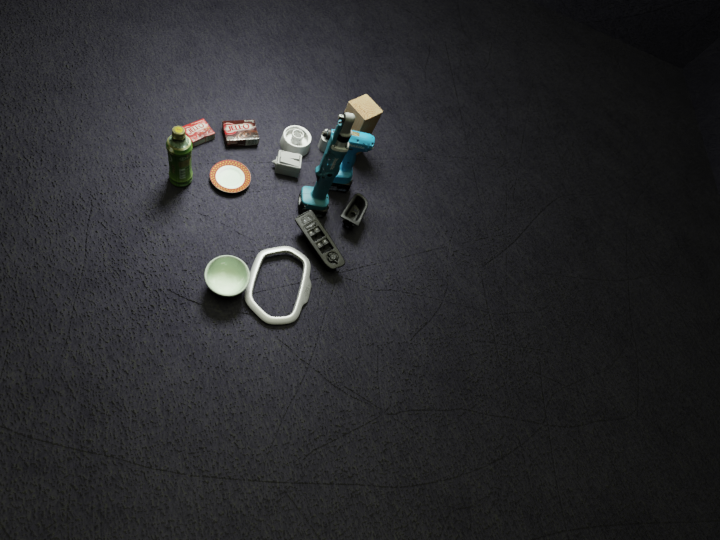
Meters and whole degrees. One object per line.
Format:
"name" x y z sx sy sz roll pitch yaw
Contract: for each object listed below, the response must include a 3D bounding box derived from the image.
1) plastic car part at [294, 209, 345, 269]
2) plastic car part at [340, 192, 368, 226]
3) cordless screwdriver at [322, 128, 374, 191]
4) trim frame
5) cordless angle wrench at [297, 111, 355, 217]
"plastic car part" -0.127 -0.083 1.295 0.065 0.067 0.208 -29 73 -29
"plastic car part" -0.022 -0.188 1.381 0.066 0.071 0.117 29 58 -3
"cordless screwdriver" -0.070 -0.357 1.357 0.155 0.248 0.076 9 62 -15
"trim frame" -0.232 0.038 1.221 0.181 0.027 0.253 15 59 -8
"cordless angle wrench" -0.092 -0.293 1.213 0.095 0.423 0.076 6 63 -18
